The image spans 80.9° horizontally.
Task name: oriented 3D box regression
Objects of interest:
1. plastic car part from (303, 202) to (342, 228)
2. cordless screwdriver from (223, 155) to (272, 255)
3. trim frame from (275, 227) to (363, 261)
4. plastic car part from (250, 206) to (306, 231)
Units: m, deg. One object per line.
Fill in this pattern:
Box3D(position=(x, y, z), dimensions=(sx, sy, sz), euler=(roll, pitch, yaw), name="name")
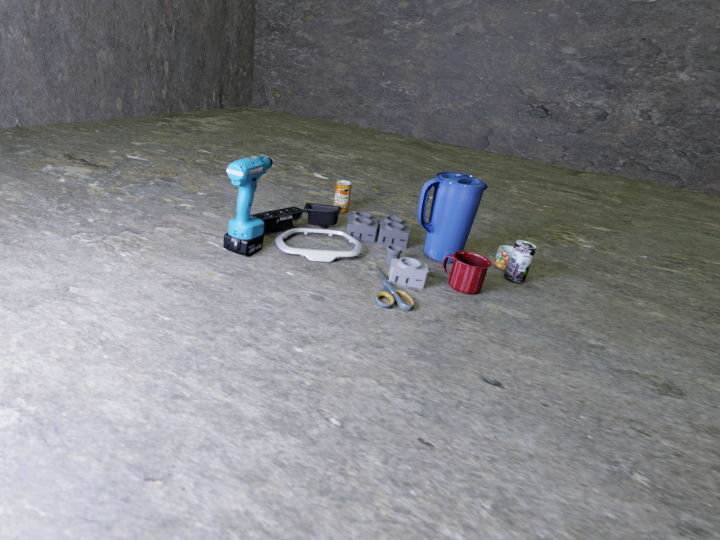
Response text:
Box3D(position=(-0.119, -0.168, 1.322), dimensions=(0.117, 0.069, 0.067), euler=(9, 26, 2), name="plastic car part")
Box3D(position=(-0.283, -0.172, 1.096), dimensions=(0.077, 0.244, 0.157), euler=(17, 27, 16), name="cordless screwdriver")
Box3D(position=(-0.116, -0.076, 1.189), dimensions=(0.246, 0.027, 0.190), euler=(4, 27, -7), name="trim frame")
Box3D(position=(-0.264, -0.147, 1.248), dimensions=(0.195, 0.066, 0.070), euler=(-12, 33, -34), name="plastic car part")
